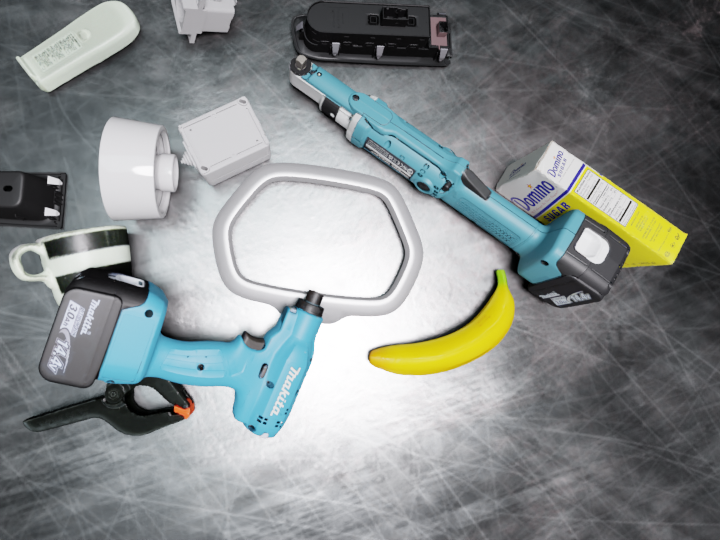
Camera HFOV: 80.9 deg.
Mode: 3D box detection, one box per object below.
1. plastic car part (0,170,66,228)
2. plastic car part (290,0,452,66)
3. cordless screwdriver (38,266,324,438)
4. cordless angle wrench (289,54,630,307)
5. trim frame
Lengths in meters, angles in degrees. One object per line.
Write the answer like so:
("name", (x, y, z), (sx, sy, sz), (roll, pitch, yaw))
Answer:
("plastic car part", (-0.394, -0.083, 0.455), (0.115, 0.071, 0.066), (1, 84, -8))
("plastic car part", (0.017, -0.289, 0.511), (0.202, 0.067, 0.066), (0, 93, -2))
("cordless screwdriver", (-0.158, 0.061, 0.420), (0.238, 0.077, 0.159), (24, 87, -24))
("cordless angle wrench", (0.088, -0.115, 0.487), (0.427, 0.097, 0.074), (37, 74, 5))
("trim frame", (-0.048, -0.032, 0.495), (0.246, 0.027, 0.185), (7, 83, -5))
